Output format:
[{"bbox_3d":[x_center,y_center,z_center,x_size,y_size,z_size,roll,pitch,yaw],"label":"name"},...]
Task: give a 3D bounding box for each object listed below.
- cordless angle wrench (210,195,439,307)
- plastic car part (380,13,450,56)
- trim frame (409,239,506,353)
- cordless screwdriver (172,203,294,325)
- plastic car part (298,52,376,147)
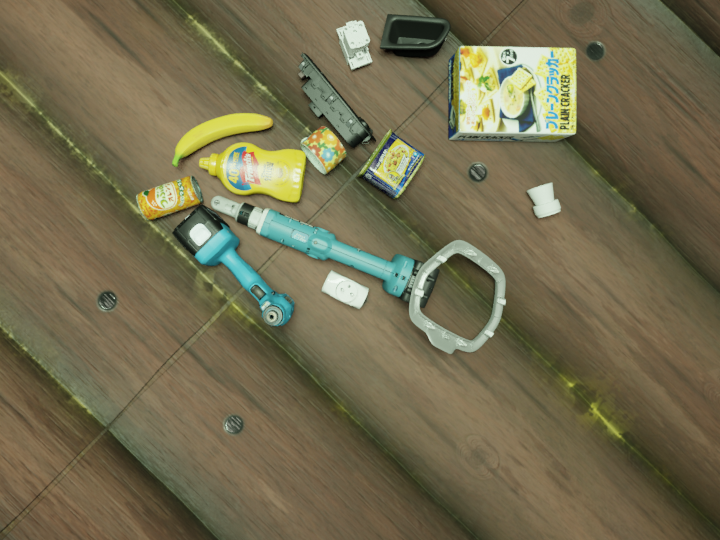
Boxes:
[{"bbox_3d":[-0.075,-0.049,0.764,0.425,0.097,0.074,22,92,3],"label":"cordless angle wrench"},{"bbox_3d":[0.103,-0.424,0.782,0.120,0.069,0.066,13,90,14],"label":"plastic car part"},{"bbox_3d":[0.179,0.054,0.739,0.235,0.029,0.184,31,86,-35],"label":"trim frame"},{"bbox_3d":[-0.212,-0.002,0.724,0.074,0.159,0.249,-44,90,-3],"label":"cordless screwdriver"},{"bbox_3d":[-0.051,-0.304,0.782,0.067,0.066,0.203,-44,90,7],"label":"plastic car part"}]
